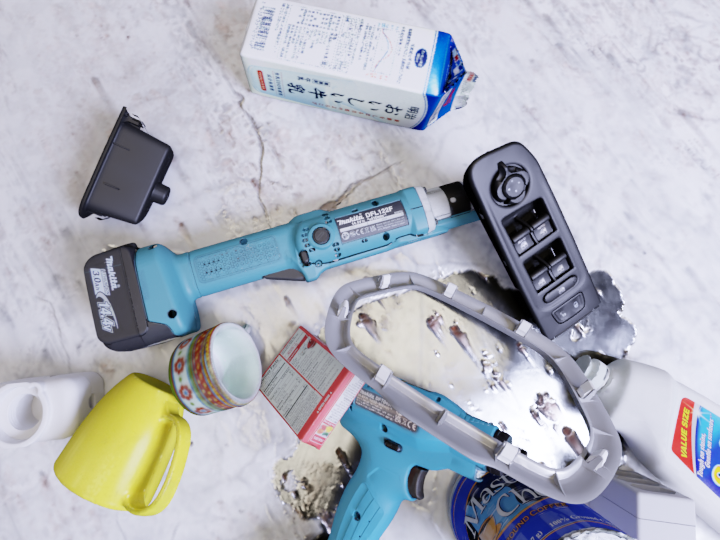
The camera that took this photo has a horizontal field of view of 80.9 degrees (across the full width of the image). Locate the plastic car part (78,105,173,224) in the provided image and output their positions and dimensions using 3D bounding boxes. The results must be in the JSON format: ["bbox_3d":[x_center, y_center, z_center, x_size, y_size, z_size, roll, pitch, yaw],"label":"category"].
[{"bbox_3d":[-0.234,-0.097,0.442,0.069,0.067,0.117,19,84,-13],"label":"plastic car part"}]

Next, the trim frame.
[{"bbox_3d":[0.087,0.074,0.353,0.257,0.027,0.181,29,39,17],"label":"trim frame"}]

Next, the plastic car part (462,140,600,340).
[{"bbox_3d":[0.153,-0.032,0.395,0.066,0.069,0.195,-32,116,5],"label":"plastic car part"}]

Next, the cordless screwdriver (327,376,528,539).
[{"bbox_3d":[0.026,0.220,0.340,0.167,0.070,0.250,11,78,36],"label":"cordless screwdriver"}]

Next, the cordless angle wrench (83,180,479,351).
[{"bbox_3d":[-0.041,-0.027,0.420,0.420,0.074,0.099,-17,82,-5],"label":"cordless angle wrench"}]
